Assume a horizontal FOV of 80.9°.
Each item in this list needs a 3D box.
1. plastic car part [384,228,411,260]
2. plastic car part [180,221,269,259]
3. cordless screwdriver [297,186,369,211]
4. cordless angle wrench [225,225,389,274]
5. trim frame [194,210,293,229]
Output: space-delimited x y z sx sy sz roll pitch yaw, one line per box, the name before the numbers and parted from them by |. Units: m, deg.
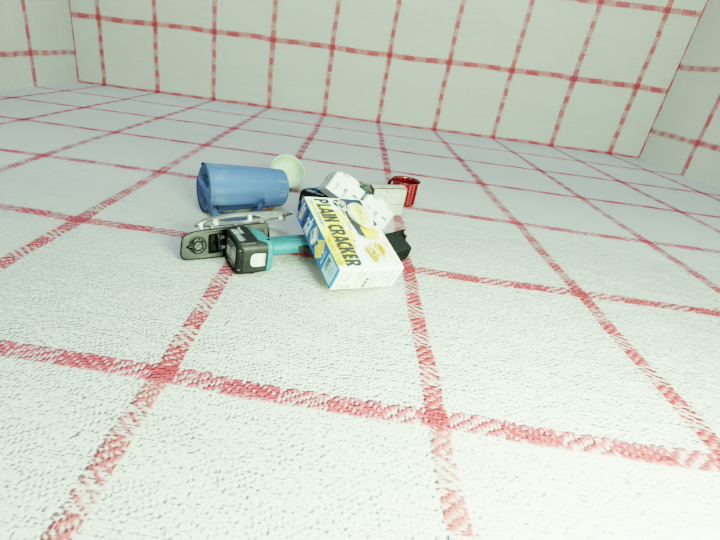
plastic car part | 0.073 -0.046 1.001 0.112 0.065 0.074 -18 51 -36
plastic car part | -0.304 -0.069 0.939 0.195 0.065 0.071 -13 24 -35
cordless screwdriver | -0.094 -0.219 1.272 0.167 0.073 0.240 24 27 29
cordless angle wrench | -0.095 -0.062 0.975 0.406 0.073 0.104 -7 31 -31
trim frame | -0.269 -0.116 0.985 0.192 0.027 0.238 -8 2 34
